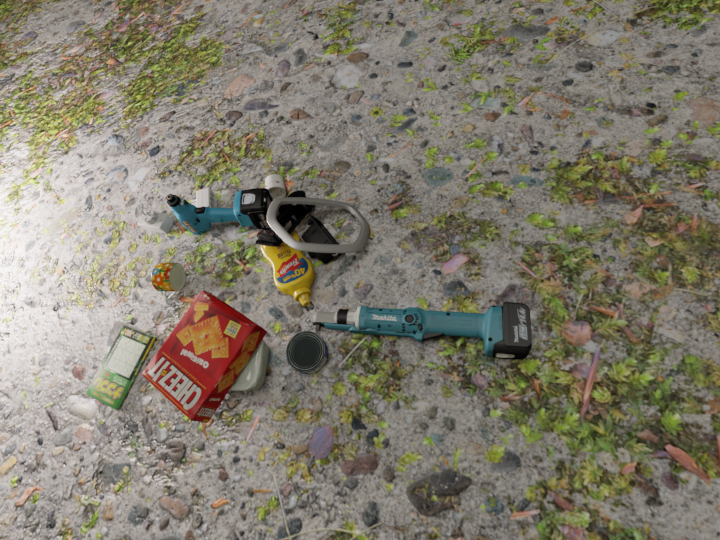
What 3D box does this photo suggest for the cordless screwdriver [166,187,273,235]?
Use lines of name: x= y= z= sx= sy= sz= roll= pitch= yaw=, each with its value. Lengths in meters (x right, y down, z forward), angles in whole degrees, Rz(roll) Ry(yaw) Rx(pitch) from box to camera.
cordless screwdriver: x=-0.351 y=-0.156 z=1.066 sx=0.253 sy=0.152 sz=0.076 roll=-6 pitch=64 yaw=11

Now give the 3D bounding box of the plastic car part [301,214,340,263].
plastic car part: x=-0.098 y=-0.064 z=1.001 sx=0.071 sy=0.063 sz=0.122 roll=-41 pitch=63 yaw=11

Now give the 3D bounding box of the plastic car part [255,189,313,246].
plastic car part: x=-0.181 y=-0.135 z=1.019 sx=0.069 sy=0.064 sz=0.201 roll=1 pitch=34 yaw=29

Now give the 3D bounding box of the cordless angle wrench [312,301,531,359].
cordless angle wrench: x=0.103 y=0.107 z=0.846 sx=0.437 sy=0.071 sz=0.099 roll=1 pitch=65 yaw=20

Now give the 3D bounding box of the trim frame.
trim frame: x=-0.093 y=-0.109 z=0.967 sx=0.241 sy=0.027 sz=0.192 roll=-1 pitch=51 yaw=-20
